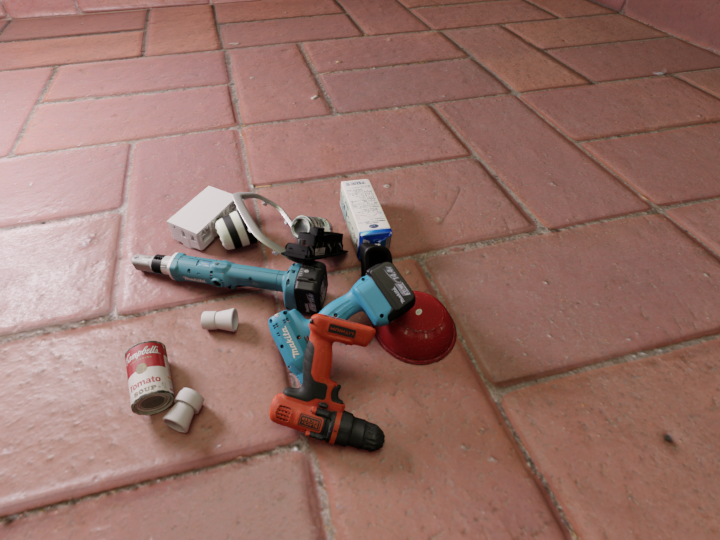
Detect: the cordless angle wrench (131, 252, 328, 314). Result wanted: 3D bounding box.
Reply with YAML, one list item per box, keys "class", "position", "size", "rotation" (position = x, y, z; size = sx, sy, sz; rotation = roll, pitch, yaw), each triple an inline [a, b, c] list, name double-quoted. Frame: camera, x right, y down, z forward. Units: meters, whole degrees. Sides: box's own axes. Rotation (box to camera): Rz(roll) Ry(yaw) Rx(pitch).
- class: "cordless angle wrench"
  position: [-0.281, 0.008, 0.863]
  size: [0.432, 0.094, 0.075]
  rotation: [8, 50, 12]

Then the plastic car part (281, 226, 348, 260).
- class: "plastic car part"
  position: [-0.086, -0.056, 0.876]
  size: [0.069, 0.067, 0.195]
  rotation: [3, 3, 22]

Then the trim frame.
- class: "trim frame"
  position: [-0.189, -0.097, 0.926]
  size: [0.174, 0.027, 0.262]
  rotation: [14, 28, -47]

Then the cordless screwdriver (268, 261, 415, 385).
- class: "cordless screwdriver"
  position: [-0.021, 0.100, 0.735]
  size: [0.248, 0.073, 0.163]
  rotation: [-28, 77, -5]

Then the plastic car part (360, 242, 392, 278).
- class: "plastic car part"
  position: [0.025, -0.011, 0.869]
  size: [0.065, 0.113, 0.074]
  rotation: [-15, 25, -17]
